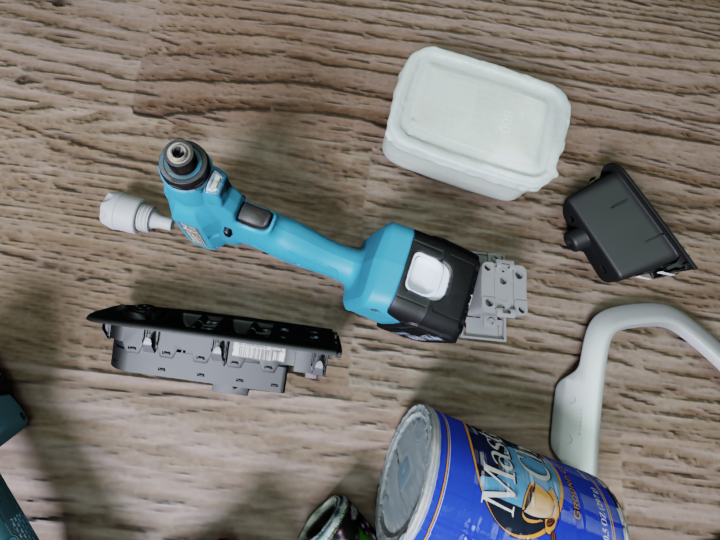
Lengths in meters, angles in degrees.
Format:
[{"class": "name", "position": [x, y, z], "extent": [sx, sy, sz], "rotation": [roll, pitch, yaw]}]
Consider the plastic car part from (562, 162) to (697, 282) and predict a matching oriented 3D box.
[{"class": "plastic car part", "position": [0.238, -0.035, 0.407], "extent": [0.071, 0.064, 0.119], "rotation": [-29, 77, 2]}]

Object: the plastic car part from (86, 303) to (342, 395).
[{"class": "plastic car part", "position": [-0.121, 0.065, 0.356], "extent": [0.202, 0.067, 0.066], "rotation": [12, 102, -3]}]

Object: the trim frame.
[{"class": "trim frame", "position": [0.264, 0.151, 0.374], "extent": [0.184, 0.027, 0.250], "rotation": [13, 77, -1]}]

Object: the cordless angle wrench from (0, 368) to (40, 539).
[{"class": "cordless angle wrench", "position": [-0.205, 0.248, 0.286], "extent": [0.073, 0.098, 0.428], "rotation": [-35, 84, -16]}]

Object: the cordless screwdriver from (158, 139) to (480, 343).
[{"class": "cordless screwdriver", "position": [-0.032, -0.021, 0.330], "extent": [0.248, 0.159, 0.075], "rotation": [22, 76, -2]}]
